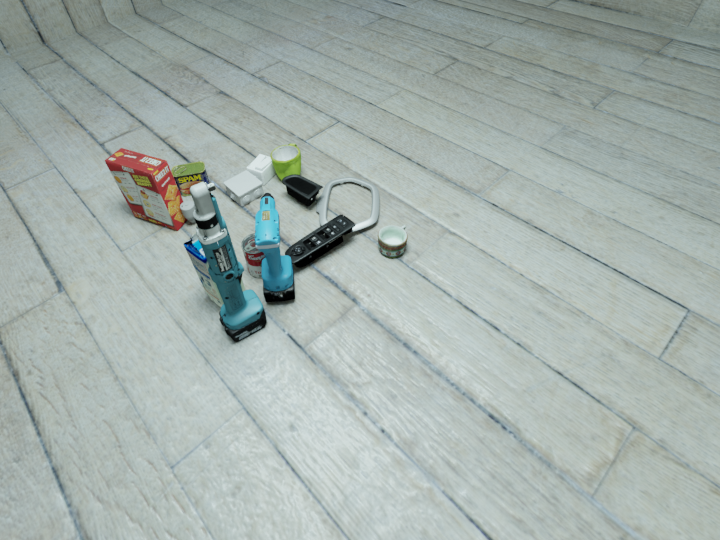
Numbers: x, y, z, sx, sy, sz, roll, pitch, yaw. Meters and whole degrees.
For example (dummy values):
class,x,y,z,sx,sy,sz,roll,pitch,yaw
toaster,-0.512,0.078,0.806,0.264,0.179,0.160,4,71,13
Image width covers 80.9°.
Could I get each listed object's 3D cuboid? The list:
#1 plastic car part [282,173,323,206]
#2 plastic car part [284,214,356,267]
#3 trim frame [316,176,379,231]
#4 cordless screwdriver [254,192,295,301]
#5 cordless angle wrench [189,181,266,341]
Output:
class,x,y,z,sx,sy,sz,roll,pitch,yaw
plastic car part,-0.174,-0.231,1.248,0.122,0.068,0.065,30,57,25
plastic car part,-0.109,-0.071,1.110,0.199,0.065,0.070,-32,56,-22
trim frame,-0.038,-0.195,1.235,0.186,0.026,0.255,0,50,4
cordless screwdriver,-0.201,-0.048,0.982,0.074,0.240,0.165,-5,50,-5
cordless angle wrench,-0.269,-0.005,0.840,0.096,0.409,0.078,-27,55,-21
